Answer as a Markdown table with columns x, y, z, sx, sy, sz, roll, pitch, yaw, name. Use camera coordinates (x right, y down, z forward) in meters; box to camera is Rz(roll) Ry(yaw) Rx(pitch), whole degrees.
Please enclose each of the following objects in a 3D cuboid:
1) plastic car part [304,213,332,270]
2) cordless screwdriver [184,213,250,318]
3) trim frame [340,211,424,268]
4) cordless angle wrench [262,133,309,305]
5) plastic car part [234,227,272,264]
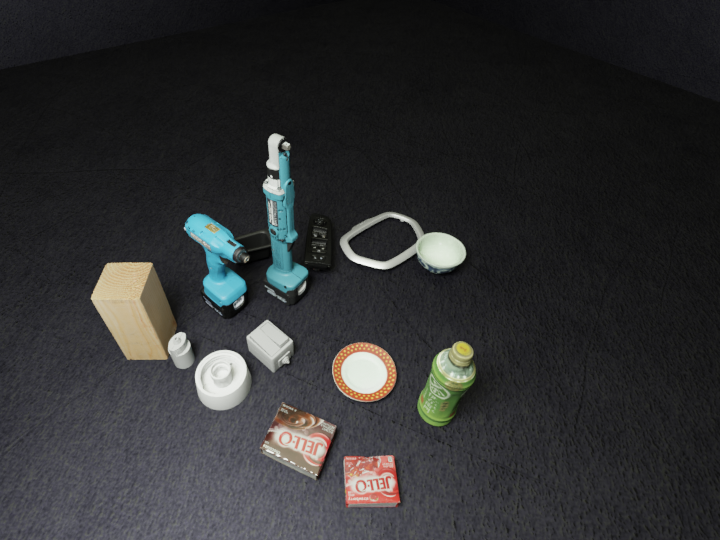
| x | y | z | sx | sy | sz | roll | pitch | yaw | name |
| --- | --- | --- | --- | --- | --- | --- | --- | --- | --- |
| -0.107 | -0.070 | 1.091 | 0.066 | 0.065 | 0.209 | 1 | 47 | -3 | plastic car part |
| -0.285 | 0.006 | 0.896 | 0.166 | 0.241 | 0.073 | 32 | 52 | 23 | cordless screwdriver |
| 0.062 | -0.084 | 1.134 | 0.243 | 0.027 | 0.194 | -34 | 56 | -28 | trim frame |
| -0.162 | -0.092 | 0.875 | 0.102 | 0.411 | 0.073 | 30 | 51 | 20 | cordless angle wrench |
| -0.276 | -0.051 | 1.068 | 0.114 | 0.069 | 0.069 | -19 | 51 | -19 | plastic car part |
